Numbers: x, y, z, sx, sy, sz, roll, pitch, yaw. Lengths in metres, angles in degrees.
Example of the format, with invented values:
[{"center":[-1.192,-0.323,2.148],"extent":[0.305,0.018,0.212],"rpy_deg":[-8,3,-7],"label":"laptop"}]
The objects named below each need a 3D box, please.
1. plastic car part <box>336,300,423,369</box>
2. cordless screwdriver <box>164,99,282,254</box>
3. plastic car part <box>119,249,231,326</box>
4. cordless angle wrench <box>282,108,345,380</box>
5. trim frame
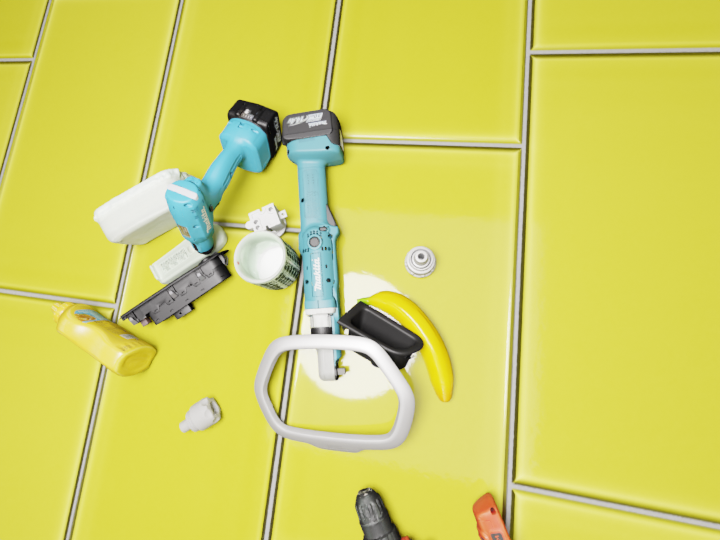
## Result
[{"center":[0.025,0.109,0.622],"extent":[0.122,0.064,0.069],"rpy_deg":[30,129,23],"label":"plastic car part"},{"center":[-0.216,-0.150,0.693],"extent":[0.076,0.155,0.250],"rpy_deg":[21,60,7],"label":"cordless screwdriver"},{"center":[-0.298,0.037,0.709],"extent":[0.203,0.066,0.068],"rpy_deg":[-37,86,2],"label":"plastic car part"},{"center":[-0.066,-0.043,0.676],"extent":[0.099,0.072,0.428],"rpy_deg":[-6,80,9],"label":"cordless angle wrench"},{"center":[-0.046,0.181,0.615],"extent":[0.256,0.027,0.183],"rpy_deg":[-5,95,20],"label":"trim frame"}]
